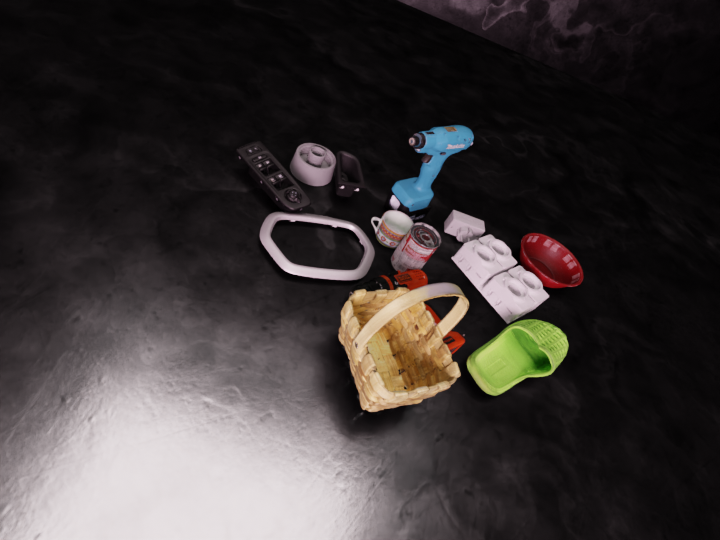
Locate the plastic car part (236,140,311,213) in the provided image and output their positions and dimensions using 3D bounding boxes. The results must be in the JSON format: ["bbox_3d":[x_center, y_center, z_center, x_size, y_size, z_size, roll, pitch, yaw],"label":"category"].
[{"bbox_3d":[-0.191,-0.193,0.920,0.064,0.066,0.210,-28,65,-39],"label":"plastic car part"}]

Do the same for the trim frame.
[{"bbox_3d":[-0.085,-0.056,0.868,0.241,0.027,0.191,3,49,-19],"label":"trim frame"}]

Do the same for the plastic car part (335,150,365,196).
[{"bbox_3d":[-0.036,-0.220,1.003,0.064,0.070,0.121,7,49,-19],"label":"plastic car part"}]

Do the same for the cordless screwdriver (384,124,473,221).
[{"bbox_3d":[0.128,-0.210,0.937,0.153,0.247,0.077,-13,60,-33],"label":"cordless screwdriver"}]
